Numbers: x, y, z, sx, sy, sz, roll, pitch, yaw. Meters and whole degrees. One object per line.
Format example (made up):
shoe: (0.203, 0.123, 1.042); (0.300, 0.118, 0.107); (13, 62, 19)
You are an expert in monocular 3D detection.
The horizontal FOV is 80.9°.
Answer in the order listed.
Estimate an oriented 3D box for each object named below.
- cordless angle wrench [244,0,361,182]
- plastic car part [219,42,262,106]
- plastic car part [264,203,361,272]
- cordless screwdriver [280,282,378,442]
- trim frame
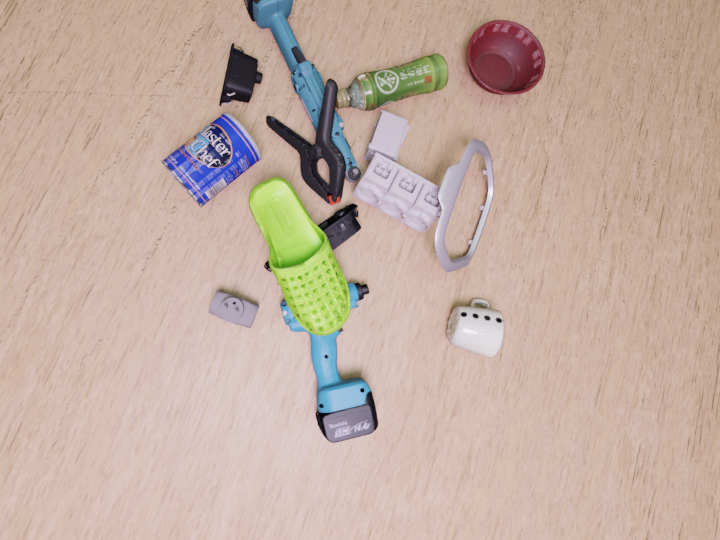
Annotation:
cordless angle wrench: (-0.101, -0.358, 0.800); (0.073, 0.099, 0.424); (-25, 88, -11)
plastic car part: (-0.223, -0.369, 0.803); (0.068, 0.068, 0.117); (15, 76, -21)
plastic car part: (-0.074, -0.049, 0.759); (0.202, 0.068, 0.066); (-41, 100, -11)
cordless screwdriver: (-0.030, 0.148, 0.726); (0.157, 0.074, 0.253); (-16, 79, -9)
trim frame: (0.189, -0.114, 0.760); (0.029, 0.174, 0.249); (15, 78, 38)
